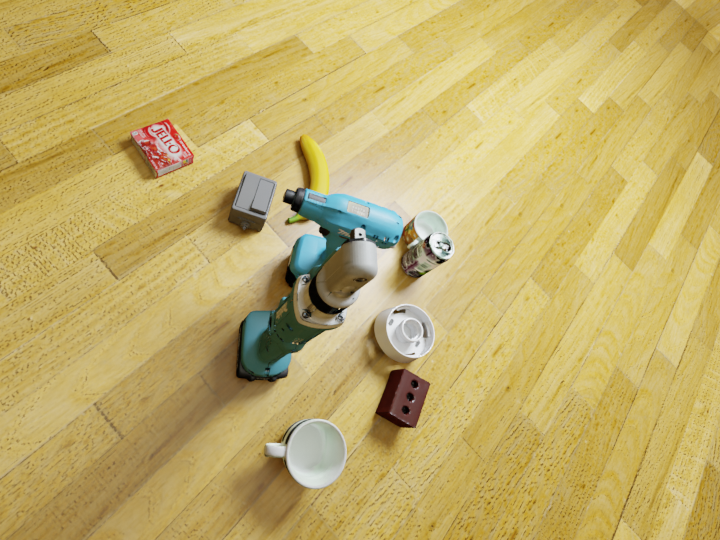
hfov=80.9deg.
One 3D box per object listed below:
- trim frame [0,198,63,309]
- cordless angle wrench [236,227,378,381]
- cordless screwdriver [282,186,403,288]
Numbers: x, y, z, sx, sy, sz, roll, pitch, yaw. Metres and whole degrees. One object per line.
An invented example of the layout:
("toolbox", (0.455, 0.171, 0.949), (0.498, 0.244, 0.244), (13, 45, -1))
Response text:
("trim frame", (-0.551, -0.019, 0.583), (0.241, 0.028, 0.188), (-19, 75, -25))
("cordless angle wrench", (-0.078, 0.060, 0.486), (0.072, 0.427, 0.100), (7, 68, -21))
("cordless screwdriver", (-0.062, -0.041, 0.635), (0.155, 0.251, 0.075), (19, 65, -15))
